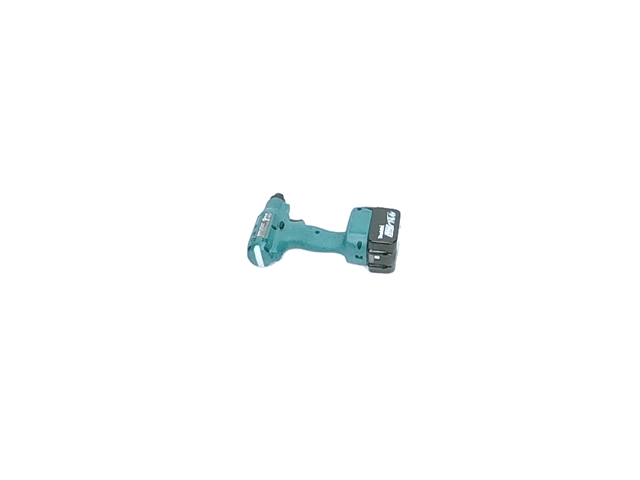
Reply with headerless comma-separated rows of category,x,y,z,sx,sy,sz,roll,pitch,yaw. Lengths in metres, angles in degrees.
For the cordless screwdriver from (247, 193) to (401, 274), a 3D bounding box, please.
cordless screwdriver,0.010,-0.021,0.720,0.249,0.158,0.074,2,-44,10
